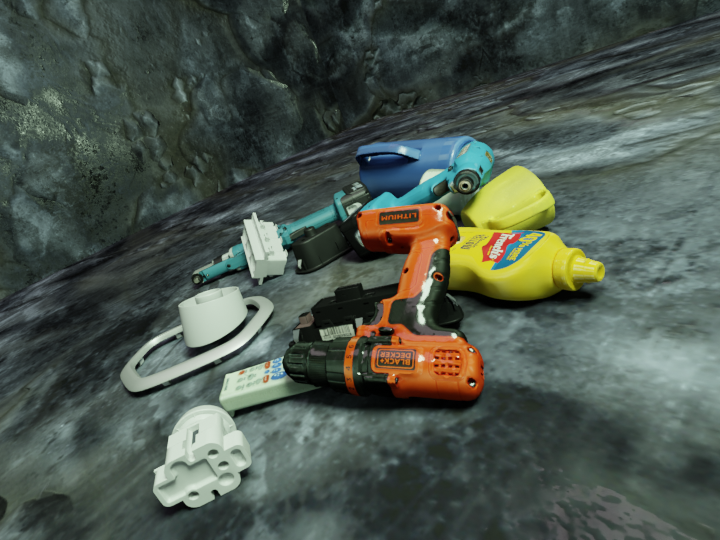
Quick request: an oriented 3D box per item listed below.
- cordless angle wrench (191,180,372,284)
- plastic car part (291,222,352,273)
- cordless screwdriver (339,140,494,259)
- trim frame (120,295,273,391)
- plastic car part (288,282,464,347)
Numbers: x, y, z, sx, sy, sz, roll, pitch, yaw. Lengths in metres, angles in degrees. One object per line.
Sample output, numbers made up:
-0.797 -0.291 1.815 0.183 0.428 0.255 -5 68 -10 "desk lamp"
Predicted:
-0.173 -0.069 0.915 0.424 0.072 0.101 -24 21 2 "cordless angle wrench"
-0.075 -0.049 0.770 0.114 0.069 0.069 -30 20 -26 "plastic car part"
0.078 -0.098 0.635 0.255 0.073 0.158 -29 13 33 "cordless screwdriver"
-0.245 0.105 0.640 0.248 0.027 0.190 -26 23 -2 "trim frame"
0.012 0.046 0.482 0.209 0.067 0.064 -9 4 22 "plastic car part"
